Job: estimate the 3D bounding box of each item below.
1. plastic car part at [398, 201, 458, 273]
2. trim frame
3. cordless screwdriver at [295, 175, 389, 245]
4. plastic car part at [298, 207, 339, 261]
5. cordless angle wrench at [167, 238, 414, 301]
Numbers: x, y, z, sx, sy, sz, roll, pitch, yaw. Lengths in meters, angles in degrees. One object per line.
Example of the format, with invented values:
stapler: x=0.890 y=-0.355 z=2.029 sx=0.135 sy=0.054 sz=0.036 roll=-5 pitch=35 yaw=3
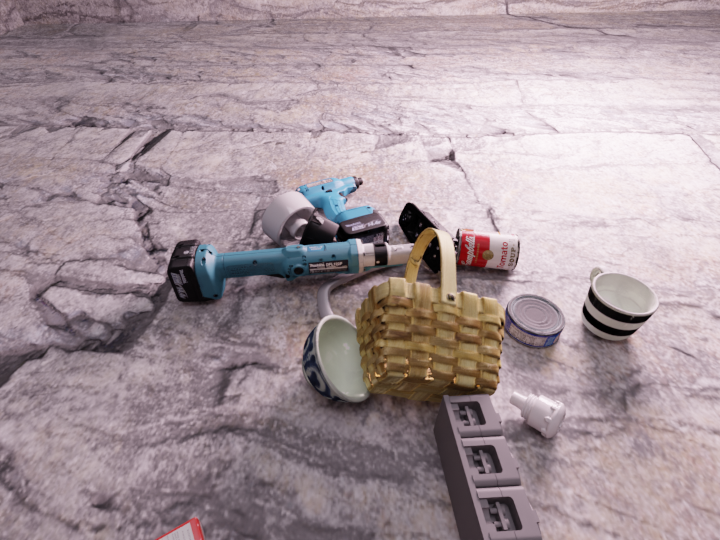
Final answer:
plastic car part: x=0.130 y=-0.072 z=0.798 sx=0.065 sy=0.065 sz=0.213 roll=-1 pitch=30 yaw=-21
trim frame: x=0.046 y=0.040 z=0.726 sx=0.244 sy=0.026 sz=0.194 roll=-23 pitch=47 yaw=-18
cordless screwdriver: x=-0.020 y=-0.124 z=0.875 sx=0.156 sy=0.072 sz=0.263 roll=-20 pitch=42 yaw=-19
plastic car part: x=-0.076 y=-0.050 z=0.776 sx=0.070 sy=0.116 sz=0.067 roll=27 pitch=40 yaw=-5
cordless angle wrench: x=-0.109 y=-0.015 z=0.731 sx=0.423 sy=0.094 sz=0.077 roll=-5 pitch=40 yaw=0
